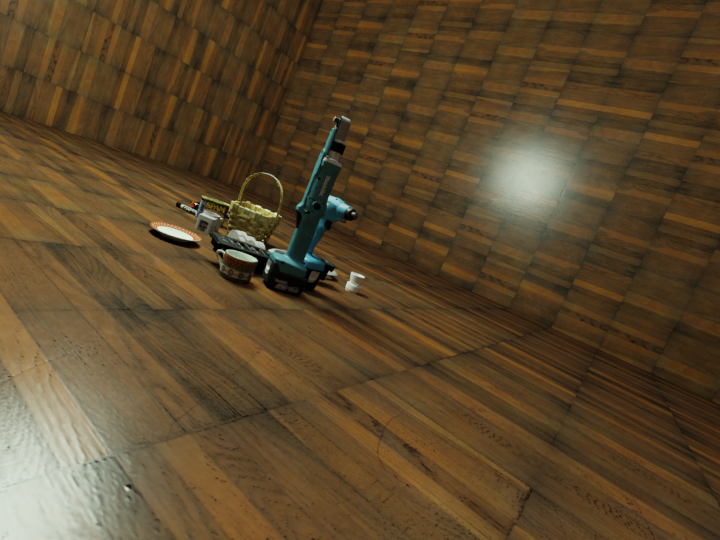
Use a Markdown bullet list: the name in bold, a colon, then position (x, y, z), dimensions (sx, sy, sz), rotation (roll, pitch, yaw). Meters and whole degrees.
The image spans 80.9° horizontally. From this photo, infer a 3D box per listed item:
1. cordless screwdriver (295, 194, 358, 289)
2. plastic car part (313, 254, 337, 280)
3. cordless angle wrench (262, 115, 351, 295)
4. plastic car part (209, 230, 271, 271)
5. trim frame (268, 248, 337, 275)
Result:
- **cordless screwdriver**: position (-0.105, -0.069, 1.074), dimensions (0.168, 0.248, 0.070), rotation (28, 9, 40)
- **plastic car part**: position (-0.138, -0.007, 1.216), dimensions (0.111, 0.071, 0.069), rotation (18, 9, -29)
- **cordless angle wrench**: position (-0.111, -0.151, 0.982), dimensions (0.094, 0.421, 0.078), rotation (19, 7, -25)
- **plastic car part**: position (-0.281, -0.036, 1.043), dimensions (0.192, 0.067, 0.070), rotation (14, 11, -44)
- **trim frame**: position (-0.186, -0.022, 1.345), dimensions (0.235, 0.027, 0.195), rotation (15, 10, -40)
